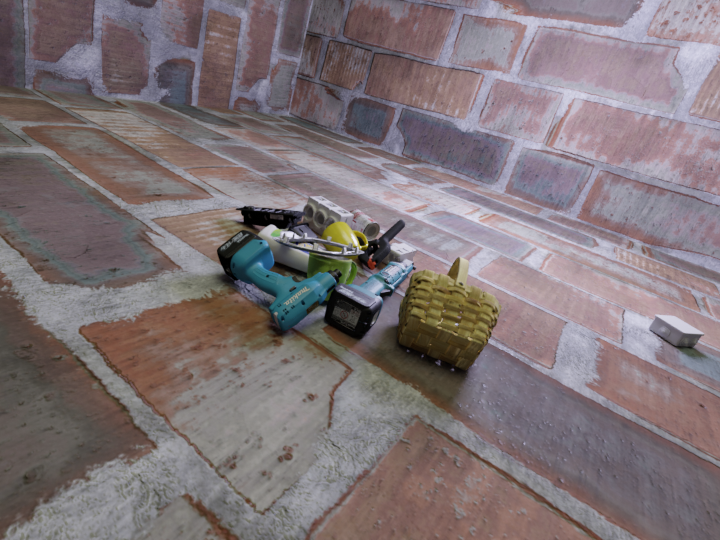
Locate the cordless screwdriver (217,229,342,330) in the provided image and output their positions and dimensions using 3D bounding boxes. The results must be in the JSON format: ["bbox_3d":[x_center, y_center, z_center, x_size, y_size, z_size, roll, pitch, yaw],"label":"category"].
[{"bbox_3d":[-0.169,0.000,0.859,0.157,0.071,0.263,-39,53,-24],"label":"cordless screwdriver"}]

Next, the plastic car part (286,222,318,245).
[{"bbox_3d":[-0.152,-0.086,1.153,0.073,0.066,0.113,41,27,15],"label":"plastic car part"}]

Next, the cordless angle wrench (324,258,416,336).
[{"bbox_3d":[0.051,0.032,0.998,0.101,0.073,0.412,25,23,16],"label":"cordless angle wrench"}]

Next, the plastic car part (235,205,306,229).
[{"bbox_3d":[-0.254,-0.147,1.178,0.211,0.065,0.065,13,26,23],"label":"plastic car part"}]

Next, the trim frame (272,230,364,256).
[{"bbox_3d":[-0.094,-0.062,0.964,0.192,0.027,0.240,14,11,22],"label":"trim frame"}]
